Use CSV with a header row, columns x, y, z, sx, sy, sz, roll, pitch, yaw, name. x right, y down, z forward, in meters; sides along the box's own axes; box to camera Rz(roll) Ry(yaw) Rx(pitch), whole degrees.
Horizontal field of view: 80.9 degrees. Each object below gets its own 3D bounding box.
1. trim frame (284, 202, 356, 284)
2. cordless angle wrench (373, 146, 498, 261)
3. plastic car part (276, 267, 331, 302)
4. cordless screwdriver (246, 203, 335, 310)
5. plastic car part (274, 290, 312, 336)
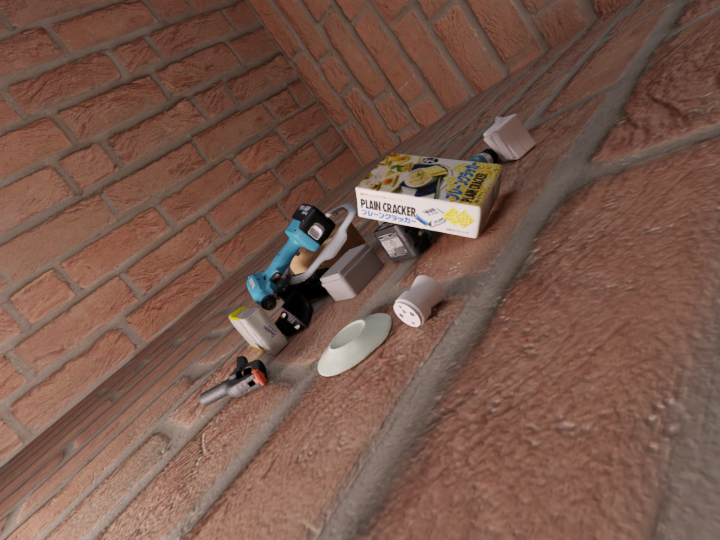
x,y,z,sx,sy,sz,roll,pitch,yaw,name
-0.098,-0.064,0.999,0.248,0.026,0.192,-54,28,-15,trim frame
0.196,-0.171,0.892,0.417,0.073,0.101,-42,14,-29,cordless angle wrench
-0.140,0.044,0.996,0.210,0.065,0.066,-19,24,41,plastic car part
-0.157,-0.028,0.944,0.248,0.071,0.167,-52,28,-1,cordless screwdriver
-0.146,0.097,0.886,0.071,0.065,0.117,-49,7,12,plastic car part
